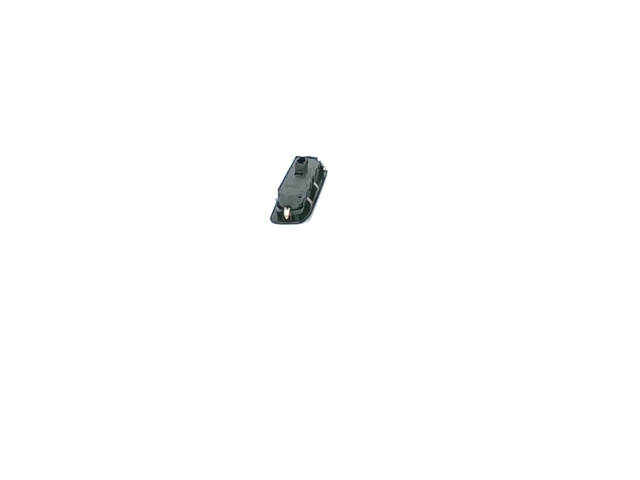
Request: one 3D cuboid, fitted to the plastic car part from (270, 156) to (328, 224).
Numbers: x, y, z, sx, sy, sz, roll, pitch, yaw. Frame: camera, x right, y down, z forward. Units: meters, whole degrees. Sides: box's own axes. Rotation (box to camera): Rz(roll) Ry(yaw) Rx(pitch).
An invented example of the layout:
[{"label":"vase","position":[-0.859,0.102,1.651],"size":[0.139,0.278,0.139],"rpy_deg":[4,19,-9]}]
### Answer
[{"label":"plastic car part","position":[-0.031,-0.092,0.699],"size":[0.066,0.067,0.202],"rpy_deg":[12,38,4]}]
